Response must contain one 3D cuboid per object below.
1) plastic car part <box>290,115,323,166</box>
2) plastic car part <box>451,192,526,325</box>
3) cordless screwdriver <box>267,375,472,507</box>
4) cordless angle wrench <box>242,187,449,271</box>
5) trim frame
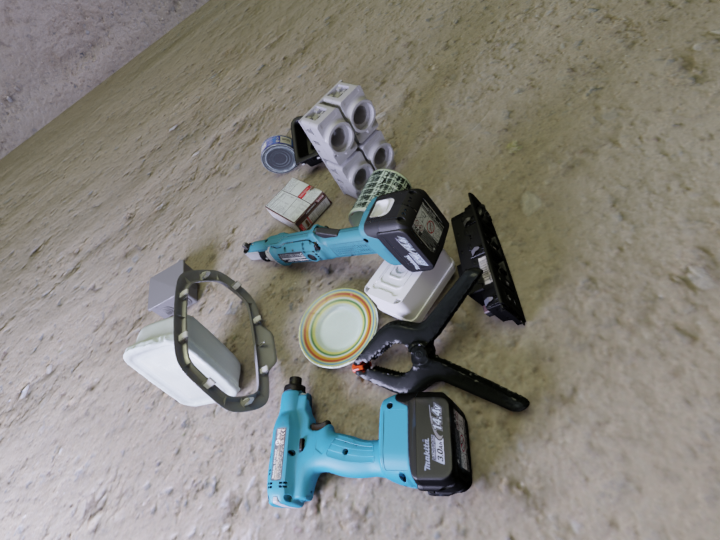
[{"bbox_3d":[-0.109,-0.277,0.927,0.067,0.067,0.120,-19,65,16],"label":"plastic car part"},{"bbox_3d":[0.168,-0.018,0.586,0.068,0.063,0.209,-34,42,39],"label":"plastic car part"},{"bbox_3d":[-0.002,0.193,0.517,0.256,0.070,0.164,-17,50,23],"label":"cordless screwdriver"},{"bbox_3d":[-0.067,-0.044,0.684,0.442,0.093,0.075,-4,50,46],"label":"cordless angle wrench"},{"bbox_3d":[-0.200,0.092,0.636,0.028,0.174,0.260,-40,44,17],"label":"trim frame"}]
